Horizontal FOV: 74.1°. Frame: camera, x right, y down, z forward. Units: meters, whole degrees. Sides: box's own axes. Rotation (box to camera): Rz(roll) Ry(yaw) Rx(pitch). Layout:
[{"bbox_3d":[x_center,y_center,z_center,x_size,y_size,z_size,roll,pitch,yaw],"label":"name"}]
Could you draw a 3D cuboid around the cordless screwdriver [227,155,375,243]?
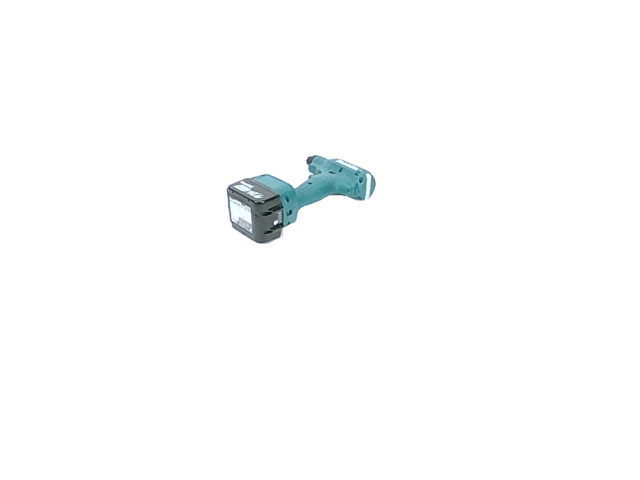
[{"bbox_3d":[-0.044,-0.090,0.728,0.247,0.074,0.160,-24,40,-34],"label":"cordless screwdriver"}]
